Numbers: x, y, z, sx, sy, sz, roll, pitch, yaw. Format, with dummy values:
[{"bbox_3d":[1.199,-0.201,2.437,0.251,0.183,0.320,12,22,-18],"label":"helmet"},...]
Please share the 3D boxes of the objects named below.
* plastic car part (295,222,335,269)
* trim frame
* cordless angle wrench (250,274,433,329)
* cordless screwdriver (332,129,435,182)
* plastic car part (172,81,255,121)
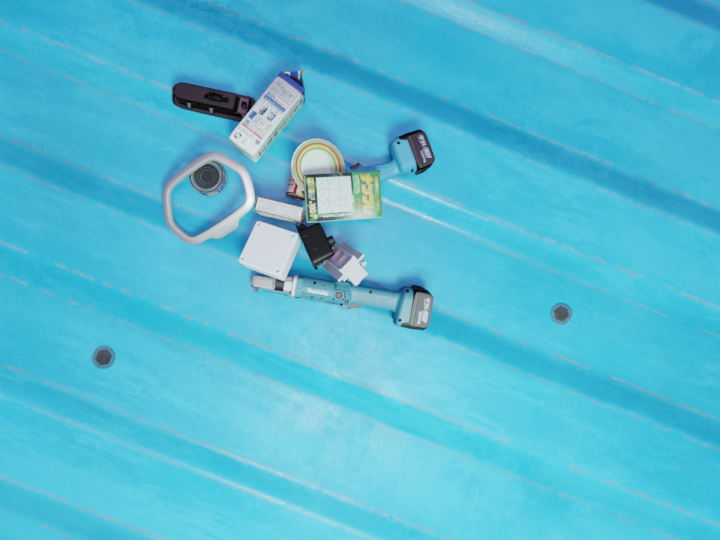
[{"bbox_3d":[-0.095,-0.062,0.976,0.071,0.063,0.122,-30,62,1],"label":"plastic car part"},{"bbox_3d":[-0.358,-0.164,0.984,0.251,0.027,0.183,-30,92,15],"label":"trim frame"},{"bbox_3d":[-0.050,0.056,0.999,0.424,0.074,0.097,10,95,2],"label":"cordless angle wrench"},{"bbox_3d":[0.039,-0.265,1.017,0.249,0.074,0.159,-25,89,1],"label":"cordless screwdriver"},{"bbox_3d":[-0.362,-0.410,1.018,0.203,0.067,0.066,11,95,1],"label":"plastic car part"}]
